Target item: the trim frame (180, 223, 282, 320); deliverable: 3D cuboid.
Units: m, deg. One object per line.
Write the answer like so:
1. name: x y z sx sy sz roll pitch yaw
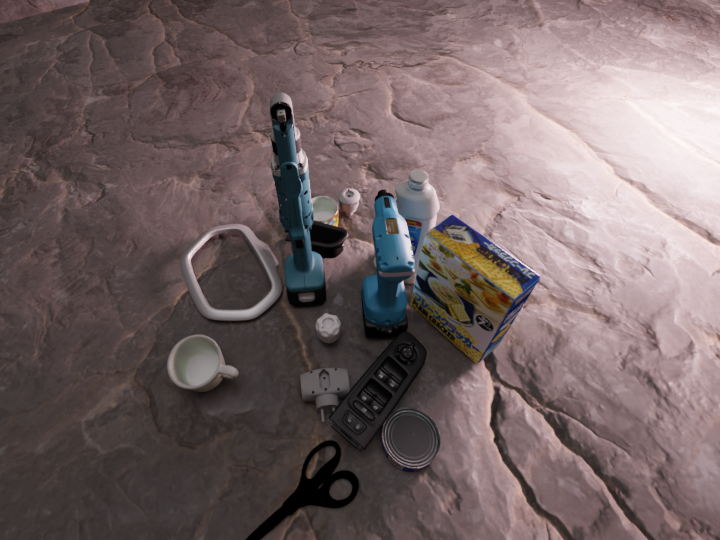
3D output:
1. trim frame: -0.260 -0.001 0.855 0.181 0.026 0.261 -27 56 -16

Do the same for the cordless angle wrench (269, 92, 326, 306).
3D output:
1. cordless angle wrench: -0.101 -0.088 0.671 0.074 0.409 0.101 -5 54 -5

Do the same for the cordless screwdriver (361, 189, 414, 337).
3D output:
1. cordless screwdriver: 0.041 -0.002 0.702 0.074 0.241 0.164 -3 53 -3

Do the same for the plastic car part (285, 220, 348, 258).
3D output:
1. plastic car part: -0.084 -0.055 0.858 0.120 0.068 0.066 15 55 14

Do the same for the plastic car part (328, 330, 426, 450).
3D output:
1. plastic car part: 0.036 0.186 0.669 0.069 0.065 0.201 31 60 22
